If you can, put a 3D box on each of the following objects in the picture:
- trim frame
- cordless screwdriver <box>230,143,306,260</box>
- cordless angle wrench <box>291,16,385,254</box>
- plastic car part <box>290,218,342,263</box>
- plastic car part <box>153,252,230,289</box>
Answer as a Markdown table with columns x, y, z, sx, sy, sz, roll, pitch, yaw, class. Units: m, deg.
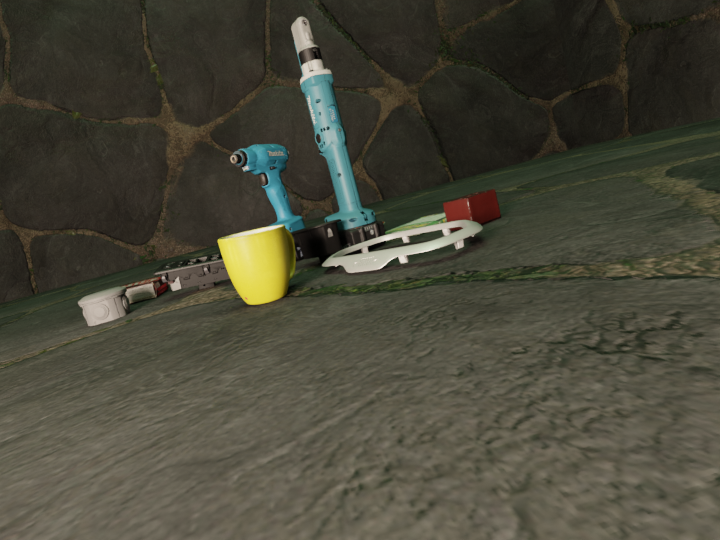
| x | y | z | sx | sy | sz | roll | pitch | yaw | class |
| --- | --- | --- | --- | --- | --- | --- | --- | --- | --- |
| 0.055 | -0.035 | 0.615 | 0.260 | 0.027 | 0.178 | -5 | 14 | 42 | trim frame |
| -0.181 | -0.135 | 0.865 | 0.077 | 0.246 | 0.155 | -11 | 8 | 28 | cordless screwdriver |
| -0.054 | -0.239 | 0.760 | 0.072 | 0.419 | 0.102 | -18 | 7 | -31 | cordless angle wrench |
| -0.072 | -0.047 | 0.740 | 0.064 | 0.070 | 0.121 | -19 | 10 | -30 | plastic car part |
| -0.287 | -0.003 | 0.818 | 0.202 | 0.066 | 0.067 | -16 | 8 | -3 | plastic car part |
